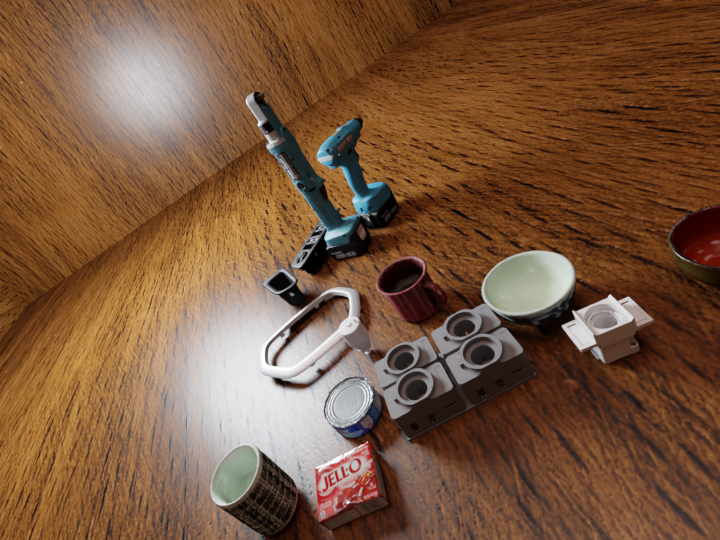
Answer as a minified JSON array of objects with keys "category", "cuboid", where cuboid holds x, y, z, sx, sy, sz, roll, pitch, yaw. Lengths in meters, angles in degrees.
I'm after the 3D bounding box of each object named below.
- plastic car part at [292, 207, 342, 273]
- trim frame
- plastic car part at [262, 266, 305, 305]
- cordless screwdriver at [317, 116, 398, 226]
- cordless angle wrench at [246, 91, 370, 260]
[{"category":"plastic car part","cuboid":[-0.105,-0.068,1.071,0.069,0.064,0.202,-3,43,43]},{"category":"trim frame","cuboid":[-0.101,0.121,0.846,0.247,0.026,0.194,-42,31,-11]},{"category":"plastic car part","cuboid":[-0.165,0.047,0.968,0.065,0.068,0.122,-42,31,-13]},{"category":"cordless screwdriver","cuboid":[0.007,-0.234,1.017,0.078,0.238,0.158,-1,43,47]},{"category":"cordless angle wrench","cuboid":[-0.119,-0.200,0.932,0.102,0.405,0.075,-12,35,36]}]
